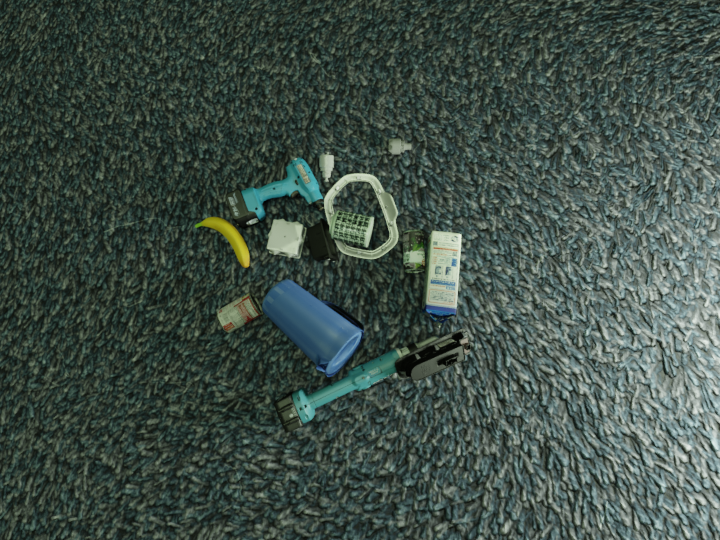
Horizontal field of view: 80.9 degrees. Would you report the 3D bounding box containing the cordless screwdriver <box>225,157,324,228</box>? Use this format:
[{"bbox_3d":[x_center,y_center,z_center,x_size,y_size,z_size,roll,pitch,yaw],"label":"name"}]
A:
[{"bbox_3d":[-0.231,-0.190,1.155,0.248,0.073,0.163,-27,77,-4],"label":"cordless screwdriver"}]

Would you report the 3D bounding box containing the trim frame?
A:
[{"bbox_3d":[0.003,-0.150,1.141,0.184,0.027,0.254,-18,74,1],"label":"trim frame"}]

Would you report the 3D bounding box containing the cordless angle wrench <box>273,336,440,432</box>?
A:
[{"bbox_3d":[0.001,0.258,1.019,0.421,0.097,0.075,-25,82,-3],"label":"cordless angle wrench"}]

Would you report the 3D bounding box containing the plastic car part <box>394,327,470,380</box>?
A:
[{"bbox_3d":[0.179,0.207,0.988,0.200,0.070,0.064,-18,115,-13],"label":"plastic car part"}]

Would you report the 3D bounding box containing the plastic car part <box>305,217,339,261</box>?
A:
[{"bbox_3d":[-0.110,-0.072,1.123,0.072,0.063,0.119,-23,73,14],"label":"plastic car part"}]
